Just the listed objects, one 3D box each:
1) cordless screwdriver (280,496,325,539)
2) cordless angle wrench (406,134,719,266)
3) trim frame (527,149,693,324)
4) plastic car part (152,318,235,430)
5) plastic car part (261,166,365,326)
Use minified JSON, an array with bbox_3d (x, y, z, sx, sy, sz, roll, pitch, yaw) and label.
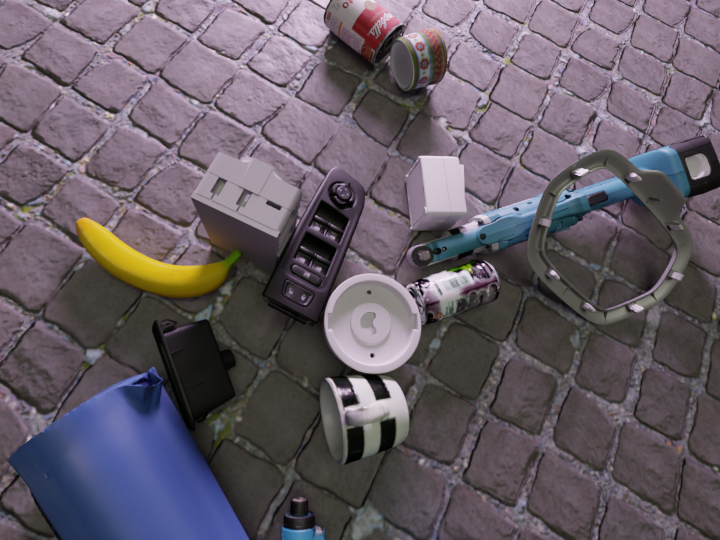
[{"bbox_3d":[0.039,0.309,0.411,0.247,0.073,0.162,0,73,-4],"label":"cordless screwdriver"},{"bbox_3d":[0.257,-0.079,0.557,0.419,0.099,0.074,-18,91,-8],"label":"cordless angle wrench"},{"bbox_3d":[0.312,-0.034,0.520,0.241,0.028,0.184,38,97,-16],"label":"trim frame"},{"bbox_3d":[-0.175,0.102,0.459,0.069,0.067,0.118,-23,81,-30],"label":"plastic car part"},{"bbox_3d":[-0.049,-0.032,0.504,0.066,0.067,0.204,25,65,-6],"label":"plastic car part"}]
